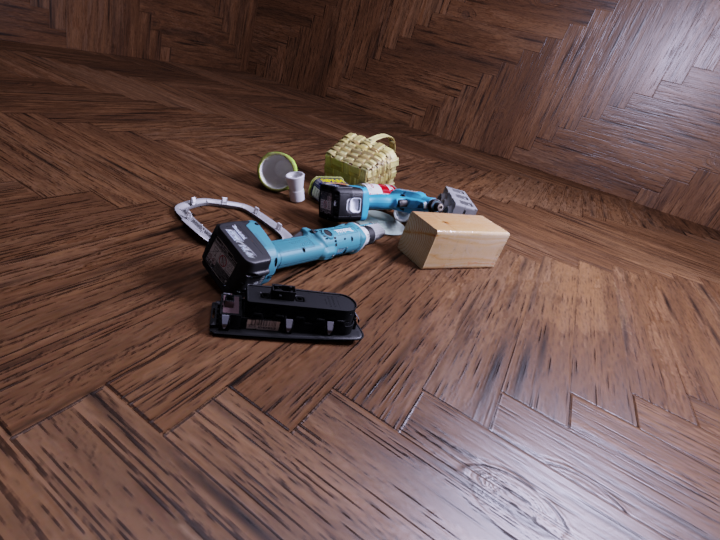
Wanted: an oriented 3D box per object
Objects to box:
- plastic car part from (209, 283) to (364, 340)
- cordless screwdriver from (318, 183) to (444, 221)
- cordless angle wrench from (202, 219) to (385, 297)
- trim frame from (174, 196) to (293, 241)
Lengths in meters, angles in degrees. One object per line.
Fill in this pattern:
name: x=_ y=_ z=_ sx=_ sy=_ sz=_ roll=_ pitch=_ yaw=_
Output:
plastic car part: x=-0.089 y=0.051 z=0.555 sx=0.197 sy=0.066 sz=0.069 roll=10 pitch=19 yaw=-17
cordless screwdriver: x=0.043 y=-0.145 z=0.912 sx=0.239 sy=0.073 sz=0.168 roll=-6 pitch=17 yaw=-30
cordless angle wrench: x=-0.072 y=-0.047 z=0.737 sx=0.102 sy=0.074 sz=0.407 roll=46 pitch=32 yaw=19
trim frame: x=-0.233 y=-0.085 z=0.779 sx=0.177 sy=0.027 sz=0.262 roll=-16 pitch=41 yaw=-45
